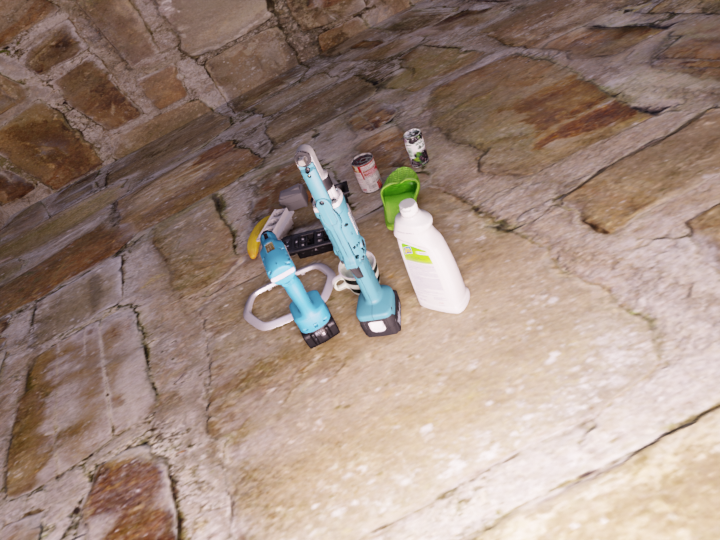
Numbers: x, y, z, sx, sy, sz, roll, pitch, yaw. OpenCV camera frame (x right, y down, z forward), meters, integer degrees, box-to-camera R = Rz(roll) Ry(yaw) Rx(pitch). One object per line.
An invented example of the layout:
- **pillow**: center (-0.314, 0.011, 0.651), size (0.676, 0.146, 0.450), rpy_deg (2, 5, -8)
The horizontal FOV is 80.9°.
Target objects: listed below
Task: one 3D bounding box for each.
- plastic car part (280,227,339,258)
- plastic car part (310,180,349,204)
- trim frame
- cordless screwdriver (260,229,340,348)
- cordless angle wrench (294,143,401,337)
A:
- **plastic car part**: center (-0.109, -0.071, 1.114), size (0.207, 0.064, 0.068), rpy_deg (-16, 39, 14)
- **plastic car part**: center (-0.081, -0.205, 1.242), size (0.118, 0.067, 0.068), rpy_deg (-20, 38, 10)
- **trim frame**: center (-0.174, 0.060, 1.037), size (0.249, 0.026, 0.193), rpy_deg (-27, 39, 1)
- **cordless screwdriver**: center (-0.135, 0.034, 0.873), size (0.074, 0.237, 0.167), rpy_deg (-29, 37, -4)
- **cordless angle wrench**: center (-0.020, -0.041, 0.757), size (0.076, 0.403, 0.100), rpy_deg (-12, 39, 18)
